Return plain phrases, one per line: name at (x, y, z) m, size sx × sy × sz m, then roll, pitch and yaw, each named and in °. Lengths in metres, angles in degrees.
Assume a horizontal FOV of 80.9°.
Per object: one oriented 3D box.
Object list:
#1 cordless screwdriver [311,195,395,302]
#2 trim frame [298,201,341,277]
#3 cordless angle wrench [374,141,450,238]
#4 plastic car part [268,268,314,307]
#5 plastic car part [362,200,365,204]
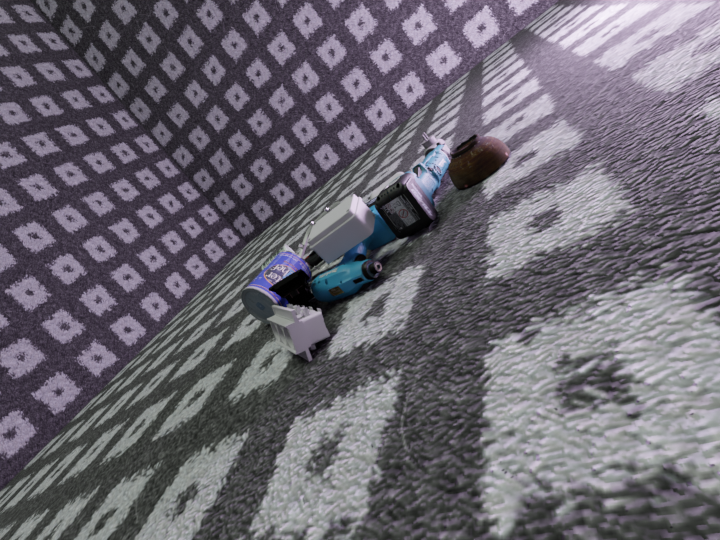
cordless screwdriver at (0.016, -0.050, 0.789) m, size 0.164 × 0.072 × 0.248 m, roll -24°, pitch 26°, yaw 46°
trim frame at (-0.101, -0.066, 1.037) m, size 0.254 × 0.026 × 0.189 m, roll -32°, pitch 47°, yaw 46°
cordless angle wrench at (0.141, -0.199, 0.889) m, size 0.076 × 0.096 × 0.420 m, roll -32°, pitch 13°, yaw 34°
plastic car part at (-0.118, 0.040, 0.805) m, size 0.066 × 0.067 × 0.203 m, roll -39°, pitch 1°, yaw -5°
plastic car part at (-0.019, -0.152, 1.143) m, size 0.068 × 0.069 × 0.116 m, roll -24°, pitch 24°, yaw 47°
